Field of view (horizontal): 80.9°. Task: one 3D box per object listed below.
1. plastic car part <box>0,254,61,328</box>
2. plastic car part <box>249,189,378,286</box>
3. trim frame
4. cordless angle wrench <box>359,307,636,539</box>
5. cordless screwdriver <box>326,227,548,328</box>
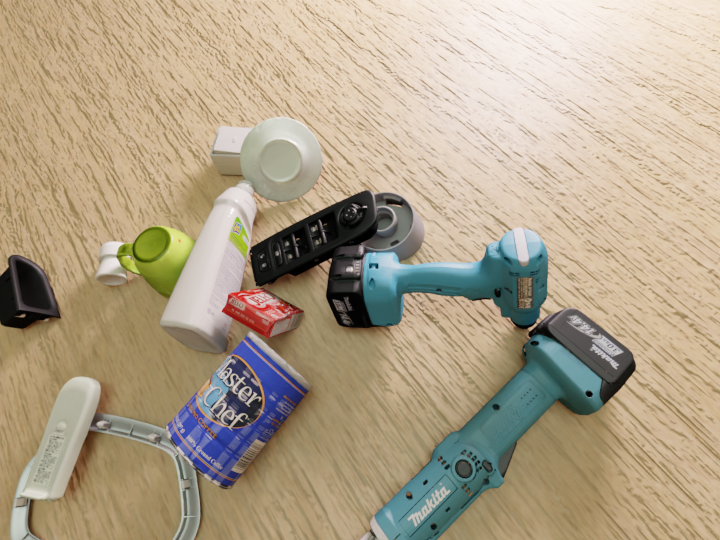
[{"bbox_3d":[-0.518,0.041,0.641,0.071,0.063,0.122,-43,63,2],"label":"plastic car part"},{"bbox_3d":[-0.057,-0.037,0.586,0.207,0.063,0.069,-27,54,23],"label":"plastic car part"},{"bbox_3d":[-0.309,0.277,0.508,0.253,0.026,0.187,9,67,11],"label":"trim frame"},{"bbox_3d":[0.110,0.213,0.454,0.421,0.071,0.102,-41,67,-9],"label":"cordless angle wrench"},{"bbox_3d":[0.091,0.029,0.522,0.256,0.151,0.076,-5,49,20],"label":"cordless screwdriver"}]
